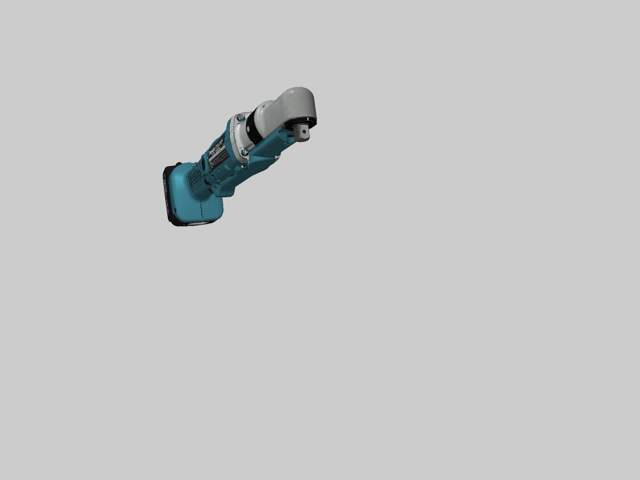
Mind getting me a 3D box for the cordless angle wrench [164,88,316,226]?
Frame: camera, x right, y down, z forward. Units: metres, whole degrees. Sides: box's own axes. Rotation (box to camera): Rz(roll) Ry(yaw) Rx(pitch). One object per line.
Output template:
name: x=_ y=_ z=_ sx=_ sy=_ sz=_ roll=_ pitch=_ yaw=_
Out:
cordless angle wrench: x=-0.114 y=-0.088 z=0.508 sx=0.074 sy=0.098 sz=0.424 roll=-7 pitch=-2 yaw=-29
